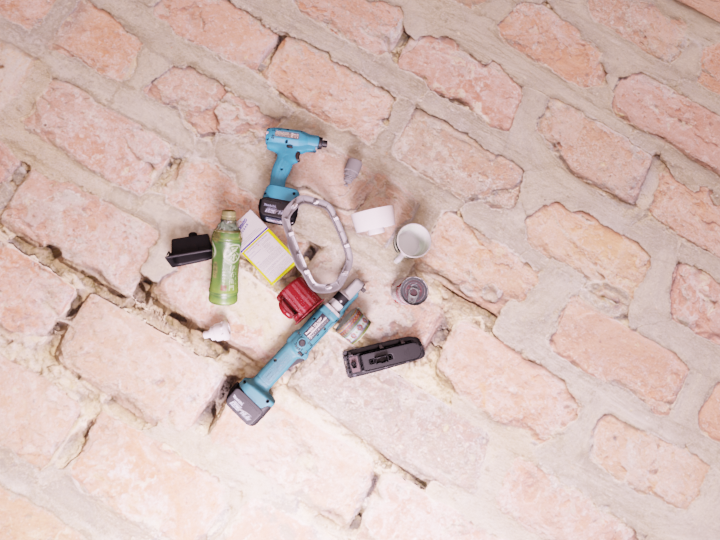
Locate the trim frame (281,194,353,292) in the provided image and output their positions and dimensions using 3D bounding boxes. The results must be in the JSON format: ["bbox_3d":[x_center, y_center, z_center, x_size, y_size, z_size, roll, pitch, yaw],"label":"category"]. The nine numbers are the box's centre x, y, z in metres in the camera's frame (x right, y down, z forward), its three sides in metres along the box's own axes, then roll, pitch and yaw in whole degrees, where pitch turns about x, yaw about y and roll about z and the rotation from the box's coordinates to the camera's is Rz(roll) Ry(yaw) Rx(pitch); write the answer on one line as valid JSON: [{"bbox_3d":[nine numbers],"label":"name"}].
[{"bbox_3d":[-0.100,-0.065,1.022,0.179,0.028,0.246,-27,98,-38],"label":"trim frame"}]

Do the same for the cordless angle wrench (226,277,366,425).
[{"bbox_3d":[-0.141,0.175,1.013,0.098,0.074,0.421,43,79,0],"label":"cordless angle wrench"}]

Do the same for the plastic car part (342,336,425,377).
[{"bbox_3d":[0.062,0.207,1.028,0.200,0.067,0.067,-12,78,-9],"label":"plastic car part"}]

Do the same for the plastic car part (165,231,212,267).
[{"bbox_3d":[-0.414,-0.058,1.034,0.115,0.065,0.073,-14,71,-10],"label":"plastic car part"}]

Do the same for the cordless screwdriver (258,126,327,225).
[{"bbox_3d":[-0.172,-0.238,1.066,0.158,0.074,0.251,6,78,-4],"label":"cordless screwdriver"}]
